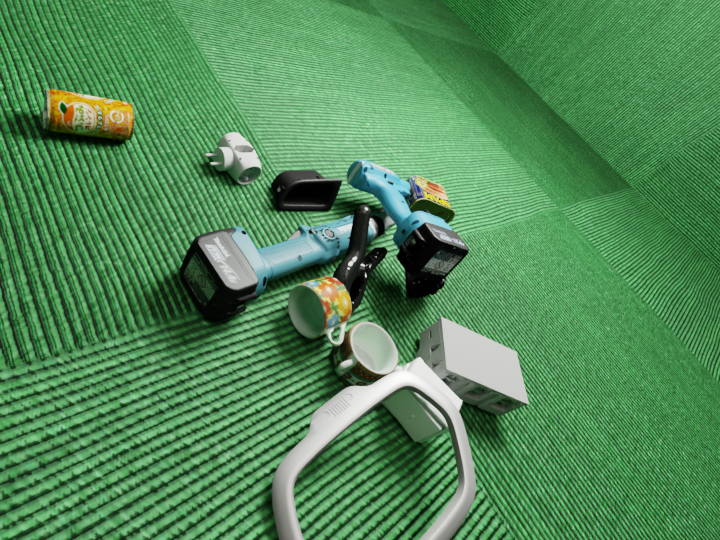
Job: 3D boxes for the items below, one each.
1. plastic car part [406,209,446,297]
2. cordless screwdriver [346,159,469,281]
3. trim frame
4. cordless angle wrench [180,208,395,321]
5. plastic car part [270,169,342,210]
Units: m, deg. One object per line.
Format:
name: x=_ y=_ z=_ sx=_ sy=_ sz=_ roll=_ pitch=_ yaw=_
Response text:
plastic car part: x=0.123 y=-0.032 z=0.777 sx=0.064 sy=0.067 sz=0.209 roll=28 pitch=40 yaw=-30
cordless screwdriver: x=0.088 y=-0.094 z=0.733 sx=0.151 sy=0.074 sz=0.261 roll=9 pitch=37 yaw=-41
trim frame: x=0.022 y=0.219 z=0.455 sx=0.243 sy=0.027 sz=0.188 roll=-31 pitch=77 yaw=-27
cordless angle wrench: x=-0.063 y=-0.041 z=0.646 sx=0.101 sy=0.075 sz=0.409 roll=51 pitch=39 yaw=13
plastic car part: x=-0.102 y=-0.145 z=0.724 sx=0.111 sy=0.065 sz=0.075 roll=-5 pitch=43 yaw=-36
